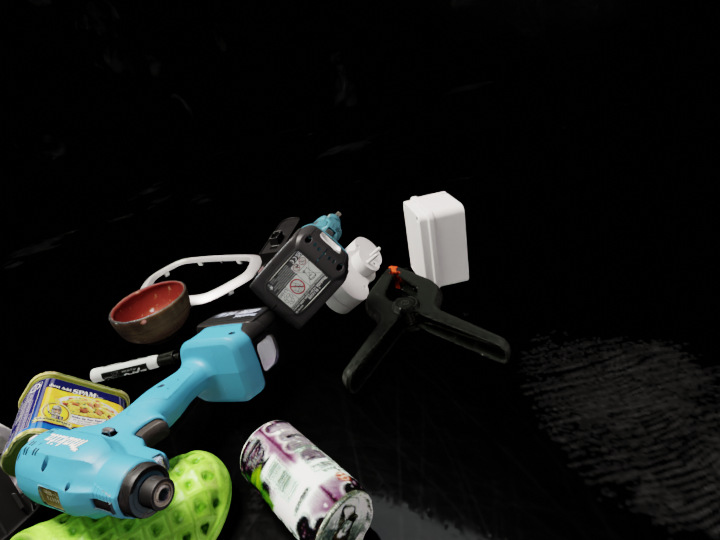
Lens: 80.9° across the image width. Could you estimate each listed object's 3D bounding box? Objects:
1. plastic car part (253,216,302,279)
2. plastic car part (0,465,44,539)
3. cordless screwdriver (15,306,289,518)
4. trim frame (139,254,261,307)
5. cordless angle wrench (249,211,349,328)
[{"bbox_3d":[-0.140,-0.043,0.761,0.068,0.065,0.205,-15,24,16],"label":"plastic car part"},{"bbox_3d":[-0.315,0.195,0.340,0.064,0.072,0.118,-29,-4,-25],"label":"plastic car part"},{"bbox_3d":[-0.151,0.115,0.386,0.165,0.073,0.243,-8,15,30],"label":"cordless screwdriver"},{"bbox_3d":[-0.294,0.014,0.769,0.257,0.026,0.184,-4,30,24],"label":"trim frame"},{"bbox_3d":[-0.063,-0.041,0.644,0.098,0.073,0.426,-47,9,12],"label":"cordless angle wrench"}]
